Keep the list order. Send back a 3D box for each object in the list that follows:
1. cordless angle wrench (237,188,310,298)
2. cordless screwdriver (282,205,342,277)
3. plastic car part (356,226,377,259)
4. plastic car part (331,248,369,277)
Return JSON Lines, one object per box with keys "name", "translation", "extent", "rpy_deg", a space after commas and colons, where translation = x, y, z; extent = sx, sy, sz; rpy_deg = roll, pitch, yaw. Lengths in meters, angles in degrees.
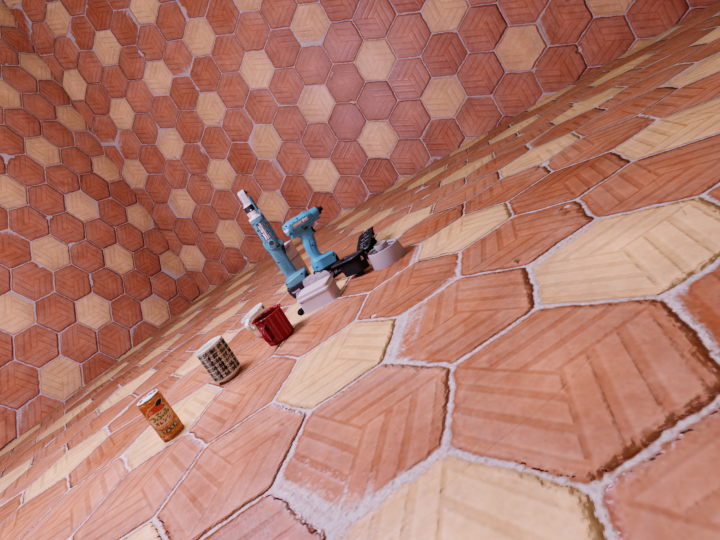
{"name": "cordless angle wrench", "translation": [-0.311, -0.099, 1.494], "extent": [0.098, 0.417, 0.075], "rpy_deg": [-32, 7, -1]}
{"name": "cordless screwdriver", "translation": [-0.144, -0.094, 1.470], "extent": [0.157, 0.245, 0.076], "rpy_deg": [-35, 8, -20]}
{"name": "plastic car part", "translation": [0.025, -0.088, 1.452], "extent": [0.067, 0.066, 0.204], "rpy_deg": [-29, 13, 15]}
{"name": "plastic car part", "translation": [-0.020, -0.014, 1.277], "extent": [0.120, 0.070, 0.065], "rpy_deg": [-19, 16, 49]}
